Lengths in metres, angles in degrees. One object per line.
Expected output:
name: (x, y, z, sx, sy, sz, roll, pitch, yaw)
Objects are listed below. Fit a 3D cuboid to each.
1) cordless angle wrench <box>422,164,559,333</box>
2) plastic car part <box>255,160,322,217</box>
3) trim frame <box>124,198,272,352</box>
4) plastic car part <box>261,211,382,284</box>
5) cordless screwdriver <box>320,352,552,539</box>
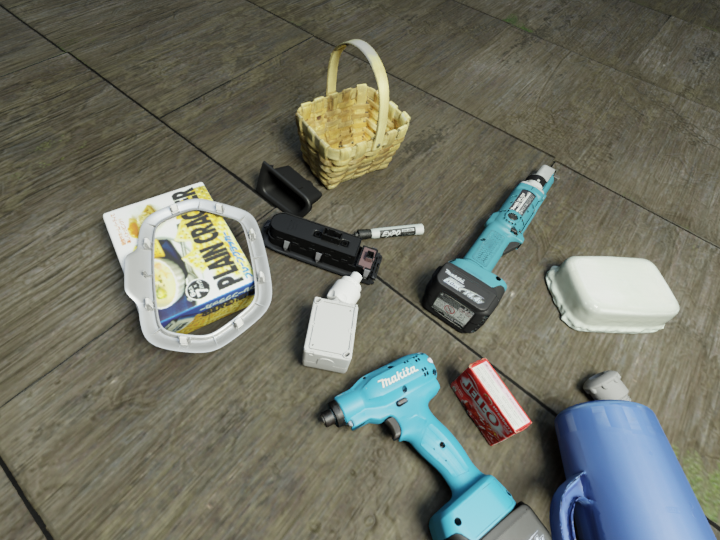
cordless angle wrench: (0.249, -0.072, 0.721, 0.101, 0.073, 0.418, 33, 56, 15)
plastic car part: (-0.117, -0.143, 0.744, 0.120, 0.065, 0.069, 37, 44, 14)
trim frame: (-0.218, -0.007, 0.569, 0.181, 0.027, 0.258, -11, 58, -12)
plastic car part: (-0.066, -0.043, 0.674, 0.207, 0.065, 0.067, 17, 62, 9)
cordless screwdriver: (0.073, 0.228, 0.485, 0.156, 0.072, 0.261, -22, 56, -20)
